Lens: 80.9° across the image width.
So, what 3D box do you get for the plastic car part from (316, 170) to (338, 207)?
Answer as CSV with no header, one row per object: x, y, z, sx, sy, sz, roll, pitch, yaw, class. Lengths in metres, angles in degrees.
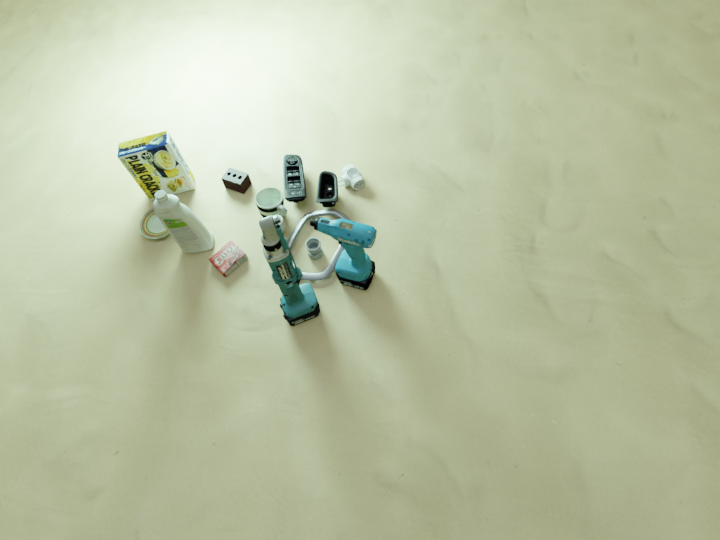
-0.098,-0.240,1.297,0.067,0.068,0.119,-2,60,4,plastic car part

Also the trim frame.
-0.120,-0.079,1.229,0.190,0.026,0.249,18,64,18,trim frame

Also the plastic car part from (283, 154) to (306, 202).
-0.209,-0.289,1.345,0.066,0.064,0.210,-10,59,0,plastic car part

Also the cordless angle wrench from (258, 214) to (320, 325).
-0.169,0.007,0.962,0.097,0.408,0.077,-20,62,-8,cordless angle wrench

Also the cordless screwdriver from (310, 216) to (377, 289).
-0.039,-0.048,1.074,0.164,0.240,0.075,17,63,14,cordless screwdriver
